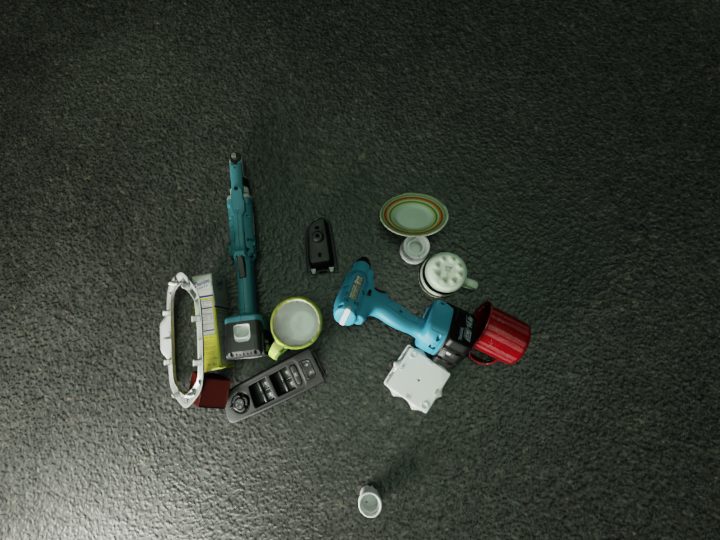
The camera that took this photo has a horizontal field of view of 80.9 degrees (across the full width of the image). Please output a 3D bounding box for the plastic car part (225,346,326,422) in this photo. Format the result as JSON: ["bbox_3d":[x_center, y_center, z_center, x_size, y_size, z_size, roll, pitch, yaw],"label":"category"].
[{"bbox_3d":[-0.162,0.212,0.787,0.203,0.066,0.067,-28,87,3],"label":"plastic car part"}]

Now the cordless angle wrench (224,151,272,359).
[{"bbox_3d":[-0.234,-0.042,0.844,0.074,0.096,0.432,-8,73,0],"label":"cordless angle wrench"}]

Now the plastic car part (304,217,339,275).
[{"bbox_3d":[-0.082,-0.053,0.836,0.066,0.070,0.118,-6,81,0],"label":"plastic car part"}]

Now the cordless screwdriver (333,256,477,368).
[{"bbox_3d":[0.082,0.067,0.782,0.250,0.073,0.160,21,43,3],"label":"cordless screwdriver"}]

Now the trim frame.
[{"bbox_3d":[-0.335,0.128,0.788,0.192,0.026,0.250,-9,84,48],"label":"trim frame"}]
